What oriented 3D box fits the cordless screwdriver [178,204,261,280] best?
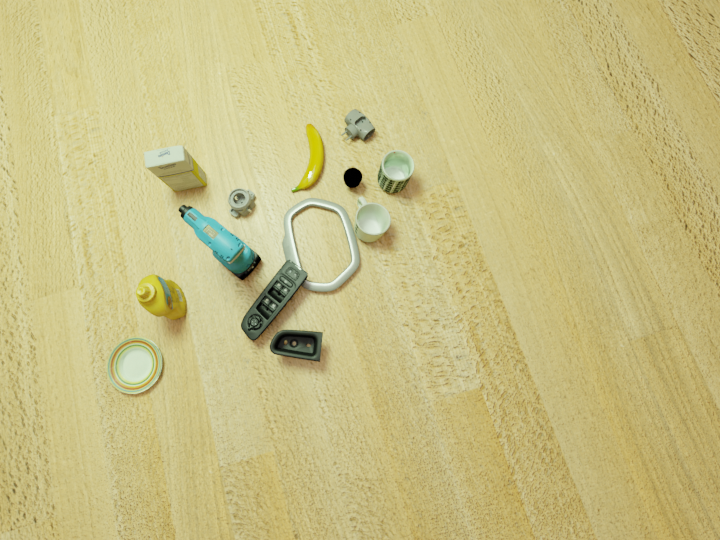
[{"bbox_3d":[-0.314,-0.063,0.954,0.162,0.246,0.074,39,80,5],"label":"cordless screwdriver"}]

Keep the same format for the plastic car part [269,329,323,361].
[{"bbox_3d":[-0.148,0.171,0.984,0.117,0.070,0.067,6,78,1],"label":"plastic car part"}]

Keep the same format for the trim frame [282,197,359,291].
[{"bbox_3d":[-0.104,-0.068,1.062,0.183,0.027,0.253,-15,77,-2],"label":"trim frame"}]

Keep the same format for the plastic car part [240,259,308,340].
[{"bbox_3d":[-0.208,0.073,1.010,0.067,0.066,0.202,36,80,6],"label":"plastic car part"}]
